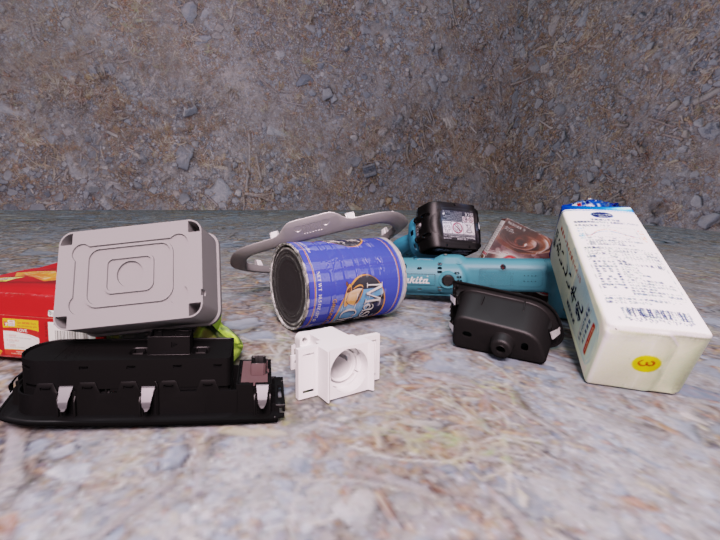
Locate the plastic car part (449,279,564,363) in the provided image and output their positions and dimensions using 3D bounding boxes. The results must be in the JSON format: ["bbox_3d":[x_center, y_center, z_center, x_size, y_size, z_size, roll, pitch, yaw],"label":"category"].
[{"bbox_3d":[0.145,0.062,0.444,0.122,0.064,0.069,12,29,30],"label":"plastic car part"}]

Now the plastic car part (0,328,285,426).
[{"bbox_3d":[-0.159,0.079,0.314,0.201,0.066,0.068,-3,18,-7],"label":"plastic car part"}]

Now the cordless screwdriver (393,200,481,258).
[{"bbox_3d":[0.113,-0.043,0.744,0.153,0.075,0.254,5,-13,-24],"label":"cordless screwdriver"}]

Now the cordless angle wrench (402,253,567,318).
[{"bbox_3d":[0.127,0.009,0.609,0.434,0.097,0.073,1,12,15],"label":"cordless angle wrench"}]

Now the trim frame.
[{"bbox_3d":[-0.057,-0.037,0.580,0.249,0.028,0.180,-12,-11,2],"label":"trim frame"}]
